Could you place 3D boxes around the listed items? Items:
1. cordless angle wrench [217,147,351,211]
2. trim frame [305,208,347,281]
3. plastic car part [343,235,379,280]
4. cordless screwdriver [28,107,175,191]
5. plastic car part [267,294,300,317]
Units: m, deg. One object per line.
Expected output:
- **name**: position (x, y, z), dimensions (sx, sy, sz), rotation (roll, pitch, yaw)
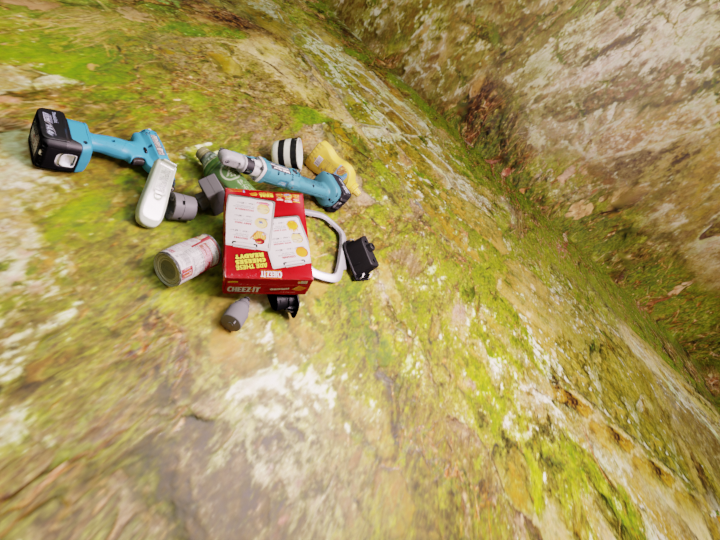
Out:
- **cordless angle wrench**: position (-0.181, -0.231, 1.061), dimensions (0.402, 0.075, 0.102), rotation (6, 48, -54)
- **trim frame**: position (-0.104, -0.068, 1.065), dimensions (0.178, 0.028, 0.255), rotation (28, 35, -18)
- **plastic car part**: position (0.007, -0.040, 1.081), dimensions (0.063, 0.072, 0.119), rotation (7, 60, -55)
- **cordless screwdriver**: position (-0.487, -0.222, 0.821), dimensions (0.238, 0.075, 0.165), rotation (-7, 58, -52)
- **plastic car part**: position (-0.181, 0.004, 0.877), dimensions (0.064, 0.066, 0.211), rotation (-6, 57, -40)
